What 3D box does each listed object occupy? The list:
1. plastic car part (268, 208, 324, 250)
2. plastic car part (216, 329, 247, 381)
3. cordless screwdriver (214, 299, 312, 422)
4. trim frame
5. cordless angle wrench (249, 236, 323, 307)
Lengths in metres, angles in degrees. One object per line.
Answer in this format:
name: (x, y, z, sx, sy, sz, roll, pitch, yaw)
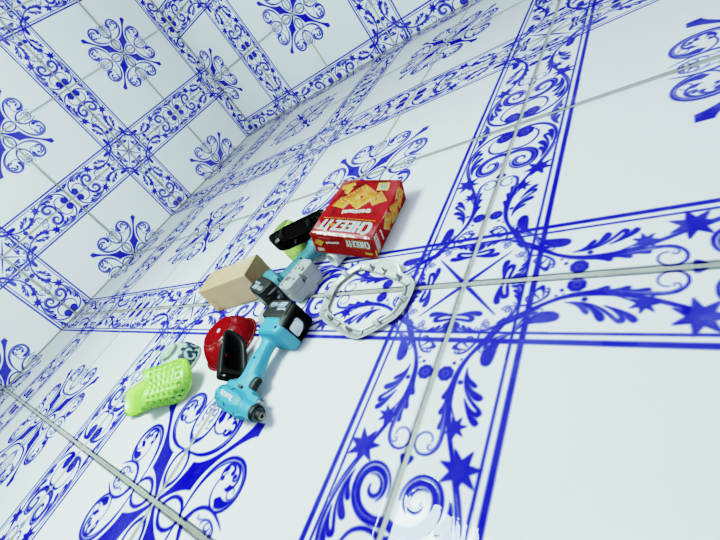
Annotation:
plastic car part: (-0.154, -0.115, 1.147, 0.198, 0.067, 0.068, -33, -1, -33)
plastic car part: (-0.298, 0.202, 0.956, 0.071, 0.063, 0.122, -51, 34, 26)
cordless screwdriver: (-0.185, 0.181, 0.856, 0.167, 0.071, 0.249, 0, 51, 49)
trim frame: (0.005, 0.049, 0.862, 0.183, 0.026, 0.260, -46, 28, -13)
cordless angle wrench: (-0.109, -0.071, 1.116, 0.420, 0.071, 0.103, -47, 28, -17)
